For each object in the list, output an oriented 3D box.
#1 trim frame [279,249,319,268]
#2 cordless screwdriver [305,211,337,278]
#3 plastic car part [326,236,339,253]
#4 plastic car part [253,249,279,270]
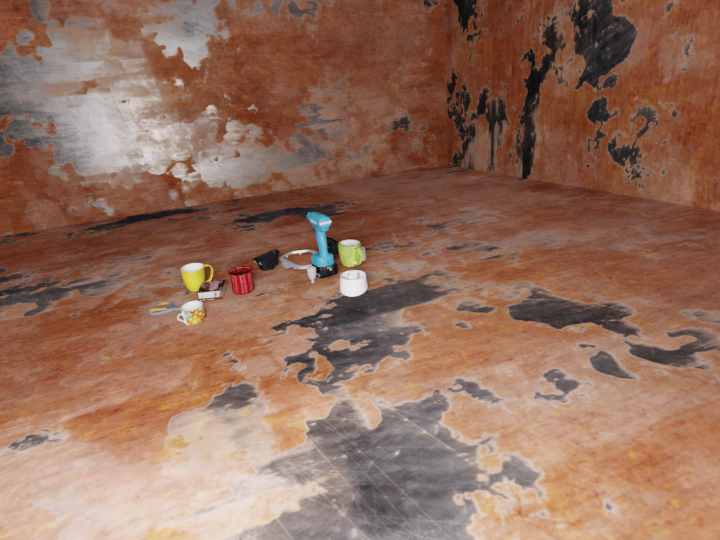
[{"bbox_3d":[-0.246,-0.047,1.799,0.178,0.027,0.262,-19,25,-30],"label":"trim frame"},{"bbox_3d":[-0.159,-0.104,1.628,0.072,0.243,0.168,-14,22,-26],"label":"cordless screwdriver"},{"bbox_3d":[-0.134,-0.109,1.870,0.065,0.065,0.212,-11,22,-16],"label":"plastic car part"},{"bbox_3d":[-0.378,-0.035,1.747,0.070,0.069,0.113,14,28,41],"label":"plastic car part"}]
